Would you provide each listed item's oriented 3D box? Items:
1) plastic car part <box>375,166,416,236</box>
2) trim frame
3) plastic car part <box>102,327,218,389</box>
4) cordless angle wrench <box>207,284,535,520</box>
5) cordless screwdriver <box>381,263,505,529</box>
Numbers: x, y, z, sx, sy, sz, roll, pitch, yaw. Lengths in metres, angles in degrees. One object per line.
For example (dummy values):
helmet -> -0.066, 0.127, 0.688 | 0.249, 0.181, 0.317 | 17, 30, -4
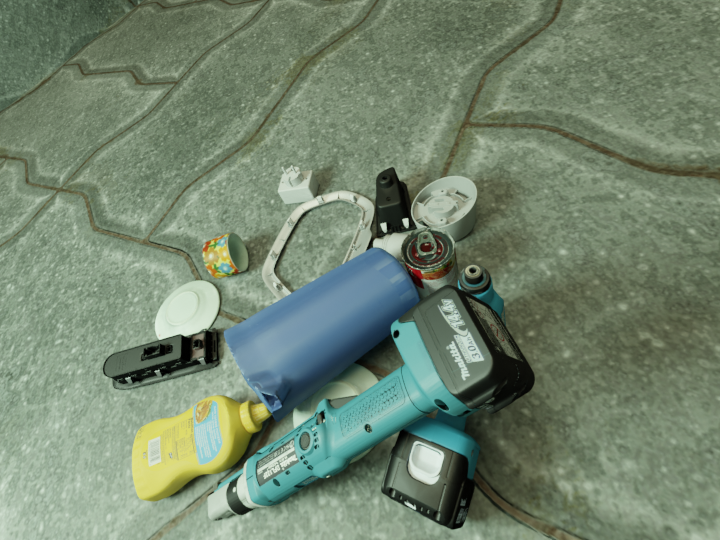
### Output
plastic car part -> 0.049, -0.125, 0.706 | 0.067, 0.067, 0.120 | -12, 55, 12
trim frame -> -0.071, -0.047, 0.728 | 0.192, 0.026, 0.250 | 9, 58, 27
plastic car part -> -0.330, 0.144, 0.680 | 0.206, 0.064, 0.068 | -18, 66, 14
cordless angle wrench -> -0.037, 0.175, 0.435 | 0.428, 0.070, 0.102 | -41, 45, 25
cordless screwdriver -> 0.099, 0.123, 0.448 | 0.078, 0.151, 0.250 | 11, 63, 28
